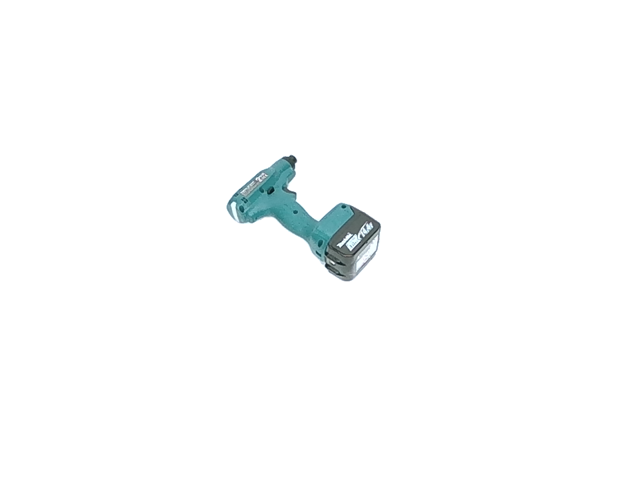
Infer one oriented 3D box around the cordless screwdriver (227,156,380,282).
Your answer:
[{"bbox_3d":[-0.015,-0.050,0.704,0.249,0.158,0.074,29,-30,21],"label":"cordless screwdriver"}]
